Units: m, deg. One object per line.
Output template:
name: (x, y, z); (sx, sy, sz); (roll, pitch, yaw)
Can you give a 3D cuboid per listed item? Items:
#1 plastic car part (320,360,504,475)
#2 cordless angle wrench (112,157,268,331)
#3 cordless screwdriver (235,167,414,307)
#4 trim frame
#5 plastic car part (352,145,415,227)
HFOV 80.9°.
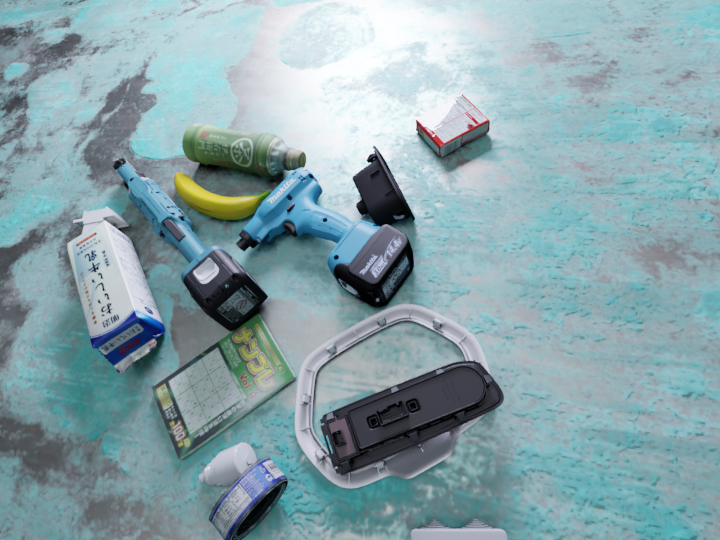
plastic car part: (0.053, 0.150, 0.460); (0.203, 0.064, 0.069); (-21, 55, 0)
cordless angle wrench: (-0.305, -0.075, 0.681); (0.074, 0.093, 0.446); (-43, 58, -10)
cordless screwdriver: (-0.059, -0.039, 0.602); (0.262, 0.071, 0.158); (36, 77, 31)
trim frame: (0.033, 0.144, 0.509); (0.248, 0.026, 0.192); (-28, 61, -3)
plastic car part: (0.025, -0.113, 0.629); (0.072, 0.062, 0.121); (-27, 63, 16)
